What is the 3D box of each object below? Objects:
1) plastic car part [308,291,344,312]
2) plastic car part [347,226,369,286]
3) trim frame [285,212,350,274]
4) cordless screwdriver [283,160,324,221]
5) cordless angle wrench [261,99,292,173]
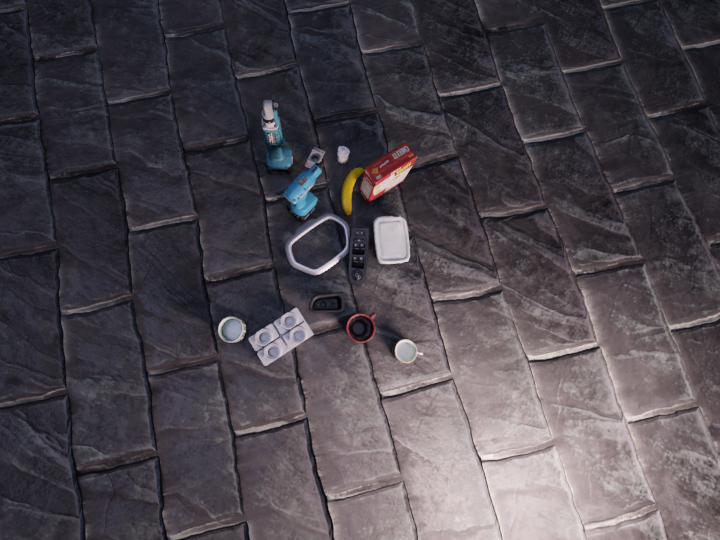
[{"bbox_3d":[-0.115,0.111,1.410,0.116,0.070,0.067,-4,79,-3],"label":"plastic car part"},{"bbox_3d":[-0.010,-0.046,1.448,0.066,0.066,0.205,4,78,-3],"label":"plastic car part"},{"bbox_3d":[-0.144,-0.094,1.478,0.247,0.027,0.187,-37,80,-8],"label":"trim frame"},{"bbox_3d":[-0.179,-0.261,1.403,0.075,0.247,0.159,41,79,2],"label":"cordless screwdriver"},{"bbox_3d":[-0.275,-0.421,1.350,0.097,0.420,0.075,1,81,-6],"label":"cordless angle wrench"}]
